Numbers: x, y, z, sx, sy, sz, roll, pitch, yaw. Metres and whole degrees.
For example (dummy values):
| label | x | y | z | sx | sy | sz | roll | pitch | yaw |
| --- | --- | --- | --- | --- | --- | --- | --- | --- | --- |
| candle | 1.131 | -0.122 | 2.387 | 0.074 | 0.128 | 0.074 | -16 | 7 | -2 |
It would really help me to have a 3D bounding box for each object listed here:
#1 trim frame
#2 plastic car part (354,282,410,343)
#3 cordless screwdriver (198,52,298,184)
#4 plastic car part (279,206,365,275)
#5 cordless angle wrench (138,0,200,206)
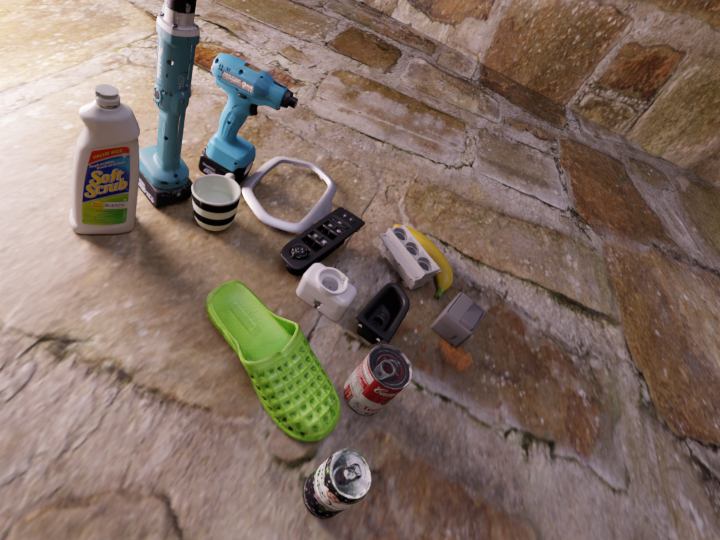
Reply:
| label | x | y | z | sx | sy | sz | roll | pitch | yaw |
| --- | --- | --- | --- | --- | --- | --- | --- | --- | --- |
| trim frame | -0.147 | -0.169 | 0.916 | 0.185 | 0.027 | 0.249 | 28 | 44 | 2 |
| plastic car part | 0.035 | 0.082 | 0.732 | 0.067 | 0.070 | 0.115 | 37 | 44 | 8 |
| cordless screwdriver | -0.223 | -0.271 | 0.818 | 0.159 | 0.247 | 0.075 | 29 | 43 | -2 |
| plastic car part | -0.079 | -0.052 | 0.808 | 0.068 | 0.067 | 0.199 | 40 | 45 | 11 |
| cordless angle wrench | -0.298 | -0.281 | 0.667 | 0.072 | 0.421 | 0.101 | -26 | 68 | -42 |
